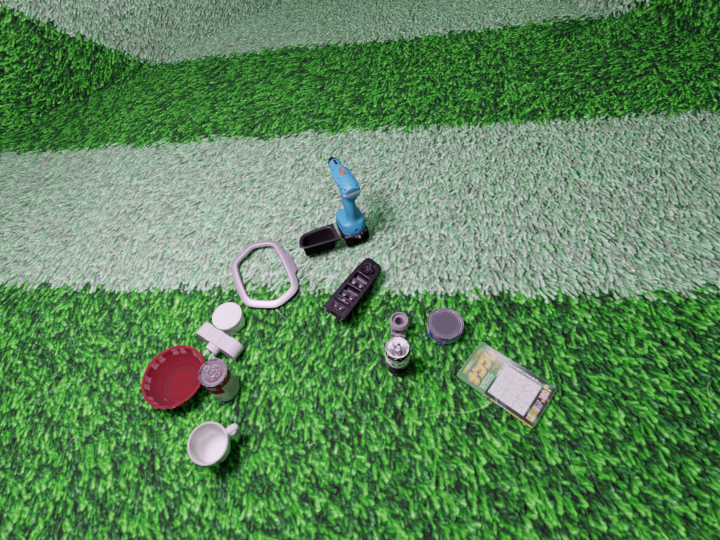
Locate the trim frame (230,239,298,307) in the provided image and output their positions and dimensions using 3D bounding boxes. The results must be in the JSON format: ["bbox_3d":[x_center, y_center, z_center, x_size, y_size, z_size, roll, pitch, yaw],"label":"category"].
[{"bbox_3d":[-0.278,0.008,1.232,0.182,0.026,0.261,-25,53,-9],"label":"trim frame"}]

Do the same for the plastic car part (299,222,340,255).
[{"bbox_3d":[-0.121,-0.079,1.241,0.116,0.068,0.069,-20,53,-5],"label":"plastic car part"}]

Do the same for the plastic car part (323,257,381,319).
[{"bbox_3d":[-0.012,0.053,1.121,0.069,0.064,0.202,25,61,25],"label":"plastic car part"}]

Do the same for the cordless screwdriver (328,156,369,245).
[{"bbox_3d":[-0.042,-0.197,1.206,0.074,0.239,0.167,-21,53,-9],"label":"cordless screwdriver"}]
